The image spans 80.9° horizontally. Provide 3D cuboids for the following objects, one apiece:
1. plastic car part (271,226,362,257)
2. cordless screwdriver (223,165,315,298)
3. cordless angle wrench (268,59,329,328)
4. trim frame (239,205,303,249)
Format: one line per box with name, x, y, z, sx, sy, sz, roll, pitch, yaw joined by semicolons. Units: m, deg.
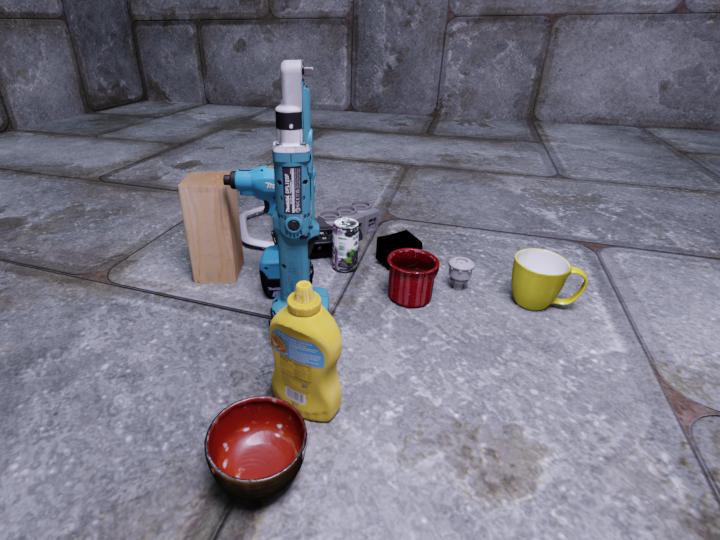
plastic car part;-0.091;-0.059;0.930;0.199;0.065;0.069;-8;30;-14
cordless screwdriver;-0.161;-0.070;0.773;0.160;0.242;0.076;3;28;2
cordless angle wrench;-0.093;-0.074;0.611;0.098;0.412;0.076;1;28;-3
trim frame;-0.214;-0.113;1.061;0.181;0.027;0.260;-9;31;-14
